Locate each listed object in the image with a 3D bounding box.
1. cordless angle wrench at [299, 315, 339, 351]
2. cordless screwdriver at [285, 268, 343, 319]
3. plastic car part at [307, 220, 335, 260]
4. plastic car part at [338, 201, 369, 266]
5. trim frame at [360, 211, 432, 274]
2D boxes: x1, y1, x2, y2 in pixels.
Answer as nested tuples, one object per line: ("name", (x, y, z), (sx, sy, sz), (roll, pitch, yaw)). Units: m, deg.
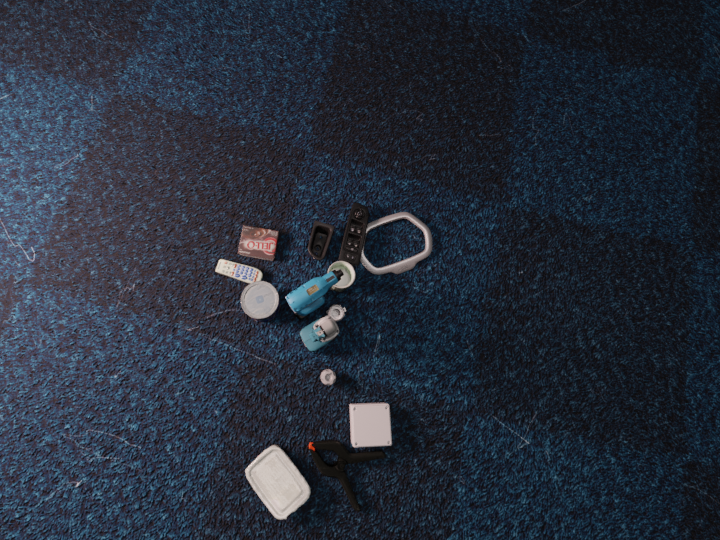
("cordless angle wrench", (-0.095, 0.152, 1.055), (0.097, 0.422, 0.075), (-31, 85, -13))
("cordless screwdriver", (-0.127, 0.063, 1.165), (0.158, 0.248, 0.075), (-33, 86, -13))
("plastic car part", (-0.126, -0.083, 1.292), (0.066, 0.070, 0.117), (16, 76, -3))
("plastic car part", (-0.019, -0.110, 1.308), (0.066, 0.067, 0.205), (14, 76, -4))
("trim frame", (0.106, -0.083, 1.330), (0.246, 0.027, 0.187), (-21, 78, -9))
